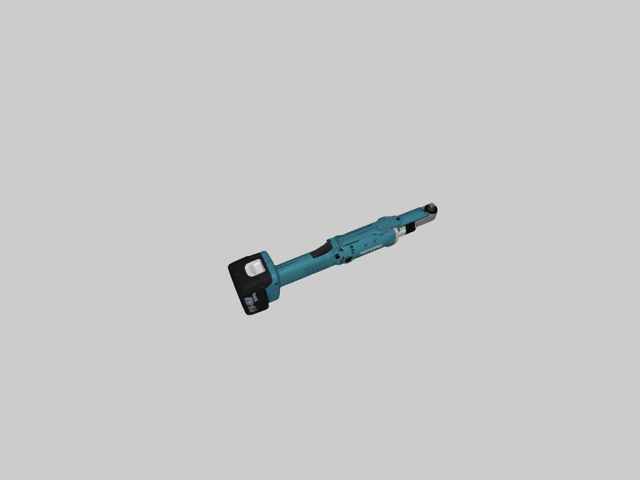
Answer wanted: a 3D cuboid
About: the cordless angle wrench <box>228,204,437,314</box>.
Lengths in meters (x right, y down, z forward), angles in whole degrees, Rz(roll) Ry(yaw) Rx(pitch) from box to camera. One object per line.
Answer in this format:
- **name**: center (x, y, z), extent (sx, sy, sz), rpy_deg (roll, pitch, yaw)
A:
- **cordless angle wrench**: center (0.040, 0.017, 0.811), extent (0.422, 0.074, 0.098), rpy_deg (-21, -34, -13)
